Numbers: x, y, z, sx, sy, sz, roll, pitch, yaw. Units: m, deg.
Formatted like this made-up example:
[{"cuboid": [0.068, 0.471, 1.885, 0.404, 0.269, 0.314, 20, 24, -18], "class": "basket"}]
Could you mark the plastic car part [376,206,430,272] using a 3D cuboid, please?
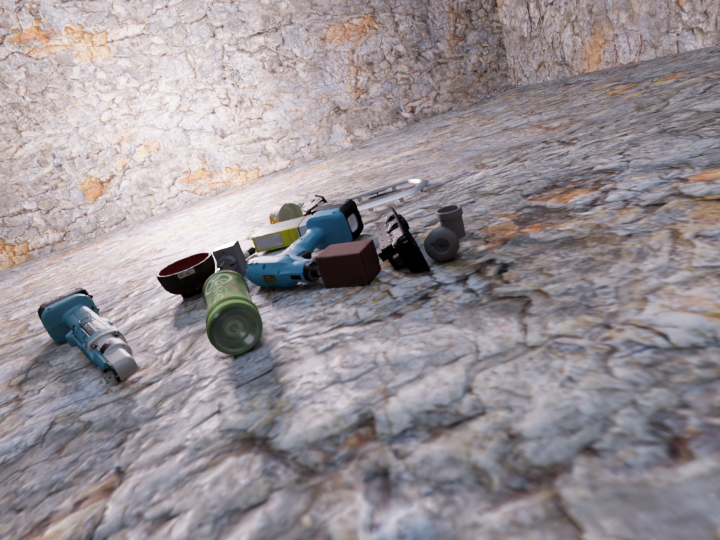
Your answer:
[{"cuboid": [0.058, -0.047, 0.671, 0.068, 0.065, 0.206, -40, 16, 17], "class": "plastic car part"}]

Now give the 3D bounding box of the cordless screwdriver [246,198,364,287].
[{"cuboid": [-0.075, -0.049, 0.766, 0.167, 0.072, 0.245, -1, 30, 38], "class": "cordless screwdriver"}]

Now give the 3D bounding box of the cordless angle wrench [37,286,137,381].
[{"cuboid": [-0.449, 0.105, 0.705, 0.096, 0.072, 0.445, -33, 27, -36], "class": "cordless angle wrench"}]

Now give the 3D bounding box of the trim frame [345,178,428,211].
[{"cuboid": [0.050, -0.185, 1.063, 0.249, 0.027, 0.189, -20, 21, 3], "class": "trim frame"}]

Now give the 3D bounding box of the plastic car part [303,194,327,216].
[{"cuboid": [-0.117, -0.153, 1.089, 0.070, 0.064, 0.121, -36, 19, -8], "class": "plastic car part"}]
